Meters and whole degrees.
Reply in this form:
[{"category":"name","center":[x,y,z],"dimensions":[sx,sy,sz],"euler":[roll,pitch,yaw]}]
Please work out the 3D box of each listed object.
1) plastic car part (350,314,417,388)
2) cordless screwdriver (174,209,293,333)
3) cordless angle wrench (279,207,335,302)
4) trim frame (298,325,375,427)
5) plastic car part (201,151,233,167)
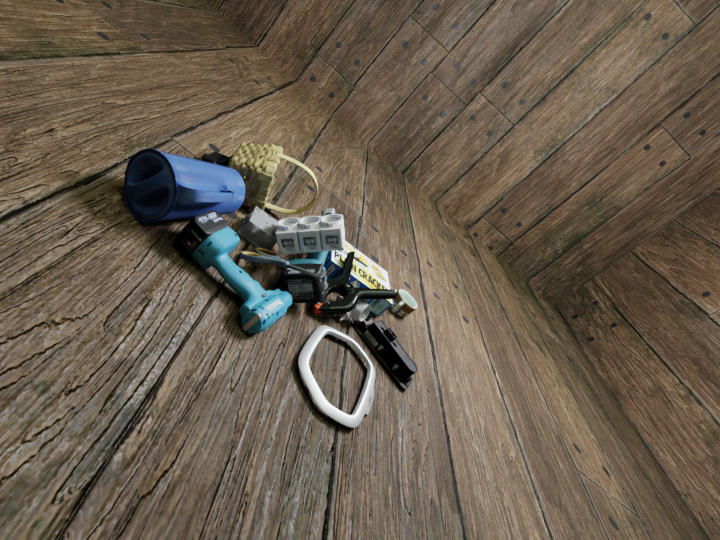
[{"category":"plastic car part","center":[0.066,0.183,1.012],"dimensions":[0.210,0.068,0.063],"euler":[55,19,19]},{"category":"cordless screwdriver","center":[-0.236,-0.003,0.830],"dimensions":[0.251,0.075,0.156],"euler":[49,23,4]},{"category":"cordless angle wrench","center":[-0.105,-0.069,1.072],"dimensions":[0.429,0.100,0.072],"euler":[-80,164,-59]},{"category":"trim frame","center":[-0.040,0.204,0.847],"dimensions":[0.184,0.028,0.247],"euler":[41,21,-2]},{"category":"plastic car part","center":[-0.377,-0.277,1.094],"dimensions":[0.070,0.066,0.119],"euler":[24,24,-11]}]
